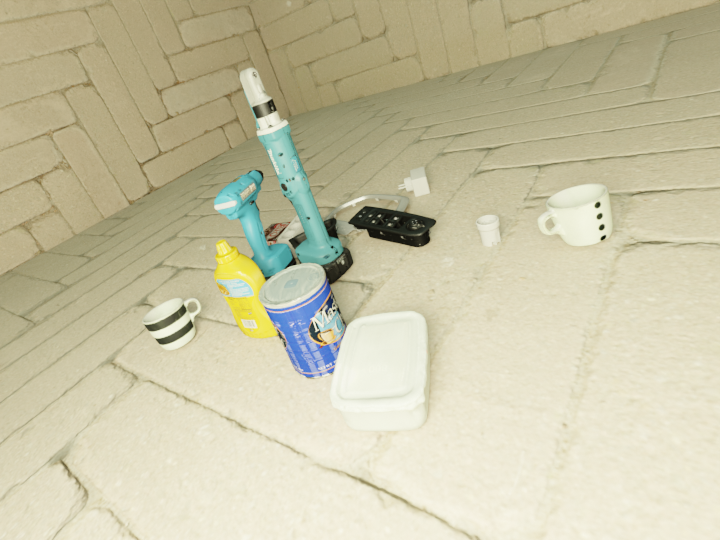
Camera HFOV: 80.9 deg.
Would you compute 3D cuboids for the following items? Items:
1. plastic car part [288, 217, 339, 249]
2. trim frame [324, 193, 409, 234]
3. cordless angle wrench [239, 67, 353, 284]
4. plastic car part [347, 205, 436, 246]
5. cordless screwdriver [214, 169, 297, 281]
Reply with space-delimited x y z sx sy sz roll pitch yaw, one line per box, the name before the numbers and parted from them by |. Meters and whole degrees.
plastic car part | -0.093 -0.061 0.949 0.115 0.068 0.069 -26 27 -10
trim frame | 0.011 -0.146 1.068 0.181 0.026 0.262 -37 32 -26
cordless angle wrench | -0.127 -0.168 0.799 0.103 0.408 0.073 6 35 44
plastic car part | 0.067 -0.088 0.888 0.065 0.064 0.214 -38 32 -30
cordless screwdriver | -0.203 -0.081 0.881 0.077 0.240 0.160 -10 28 22
